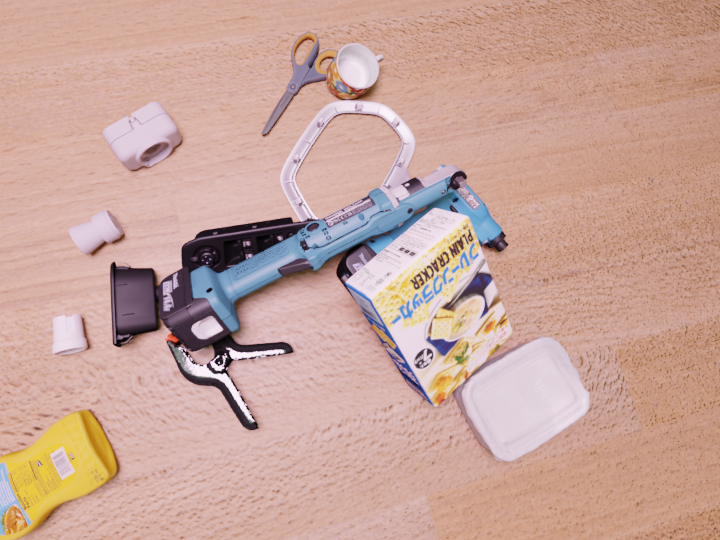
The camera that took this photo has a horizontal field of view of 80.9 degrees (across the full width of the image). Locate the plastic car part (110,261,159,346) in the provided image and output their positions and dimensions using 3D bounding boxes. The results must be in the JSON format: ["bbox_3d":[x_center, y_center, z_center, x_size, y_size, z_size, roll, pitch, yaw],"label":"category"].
[{"bbox_3d":[-0.304,0.042,0.581,0.068,0.067,0.118,-1,75,-24],"label":"plastic car part"}]

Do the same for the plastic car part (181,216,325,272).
[{"bbox_3d":[-0.155,-0.042,0.605,0.200,0.064,0.070,-12,43,-11],"label":"plastic car part"}]

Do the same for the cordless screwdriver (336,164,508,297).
[{"bbox_3d":[0.095,-0.030,0.624,0.246,0.074,0.161,-41,85,-16],"label":"cordless screwdriver"}]

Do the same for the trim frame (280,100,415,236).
[{"bbox_3d":[-0.015,-0.166,0.666,0.184,0.027,0.248,31,75,1],"label":"trim frame"}]

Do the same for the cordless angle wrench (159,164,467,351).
[{"bbox_3d":[-0.054,-0.035,0.555,0.422,0.071,0.103,-27,41,-2],"label":"cordless angle wrench"}]
